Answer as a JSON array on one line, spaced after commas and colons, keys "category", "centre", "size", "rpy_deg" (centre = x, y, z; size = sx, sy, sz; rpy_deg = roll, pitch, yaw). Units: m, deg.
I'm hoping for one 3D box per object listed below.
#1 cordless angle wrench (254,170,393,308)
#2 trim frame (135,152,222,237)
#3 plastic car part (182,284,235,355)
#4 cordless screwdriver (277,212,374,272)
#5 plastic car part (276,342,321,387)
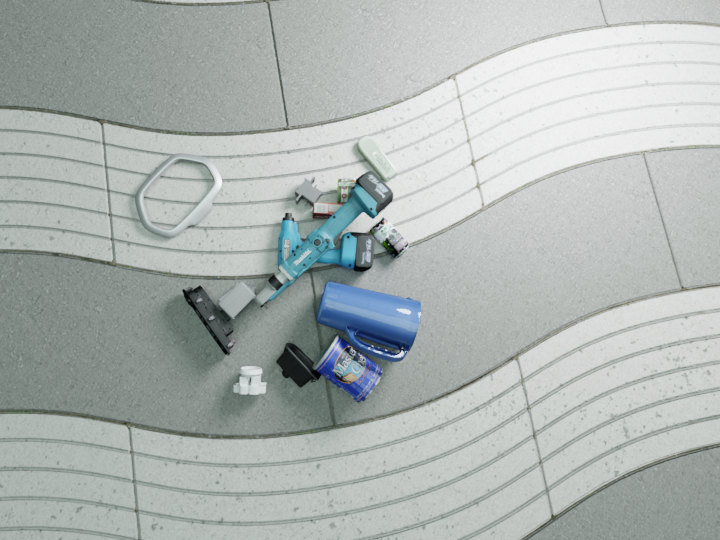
[{"category": "cordless angle wrench", "centre": [-0.101, -0.066, 1.033], "size": [0.423, 0.074, 0.099], "rpy_deg": [-44, 86, 0]}, {"category": "trim frame", "centre": [-0.483, -0.202, 1.123], "size": [0.186, 0.027, 0.248], "rpy_deg": [39, 80, 4]}, {"category": "plastic car part", "centre": [-0.374, 0.115, 1.061], "size": [0.066, 0.066, 0.205], "rpy_deg": [-40, 85, -18]}, {"category": "cordless screwdriver", "centre": [-0.090, -0.072, 1.098], "size": [0.249, 0.073, 0.160], "rpy_deg": [0, 82, 1]}, {"category": "plastic car part", "centre": [-0.161, 0.243, 1.055], "size": [0.118, 0.065, 0.071], "rpy_deg": [41, 96, 6]}]
